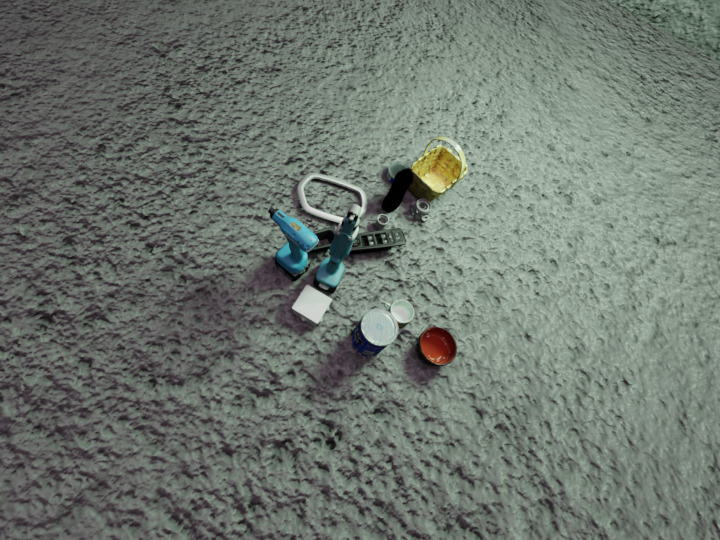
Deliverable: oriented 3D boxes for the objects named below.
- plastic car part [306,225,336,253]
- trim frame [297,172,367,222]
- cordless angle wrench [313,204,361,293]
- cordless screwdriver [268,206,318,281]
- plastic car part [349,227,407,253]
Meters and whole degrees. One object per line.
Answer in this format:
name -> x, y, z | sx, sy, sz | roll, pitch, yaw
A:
plastic car part -> -0.130, -0.085, 1.330 | 0.114, 0.070, 0.068 | -17, 70, -17
trim frame -> -0.096, -0.249, 1.441 | 0.248, 0.027, 0.187 | 16, 63, 0
cordless angle wrench -> -0.056, -0.057, 1.132 | 0.074, 0.419, 0.098 | 26, 63, -1
cordless screwdriver -> -0.206, -0.075, 1.215 | 0.162, 0.246, 0.073 | 42, 64, 8
plastic car part -> 0.038, -0.090, 1.359 | 0.199, 0.066, 0.068 | -6, 66, -12
